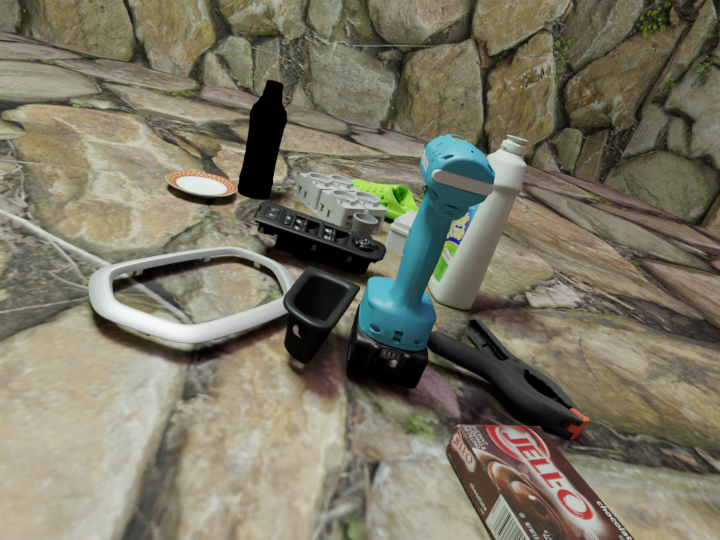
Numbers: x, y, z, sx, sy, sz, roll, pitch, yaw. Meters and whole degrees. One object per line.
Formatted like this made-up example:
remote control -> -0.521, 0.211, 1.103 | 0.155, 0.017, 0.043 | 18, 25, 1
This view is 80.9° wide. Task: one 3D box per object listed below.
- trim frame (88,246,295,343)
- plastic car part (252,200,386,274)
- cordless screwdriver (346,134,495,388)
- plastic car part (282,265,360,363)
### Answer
trim frame -> -0.180, 0.017, 0.492 | 0.194, 0.027, 0.239 | 30, 29, 28
plastic car part -> -0.062, -0.040, 0.633 | 0.202, 0.066, 0.067 | 15, 24, -2
cordless screwdriver -> 0.056, -0.016, 0.438 | 0.074, 0.245, 0.161 | 16, 24, -4
plastic car part -> -0.050, 0.052, 0.443 | 0.067, 0.070, 0.116 | 20, 25, 6
